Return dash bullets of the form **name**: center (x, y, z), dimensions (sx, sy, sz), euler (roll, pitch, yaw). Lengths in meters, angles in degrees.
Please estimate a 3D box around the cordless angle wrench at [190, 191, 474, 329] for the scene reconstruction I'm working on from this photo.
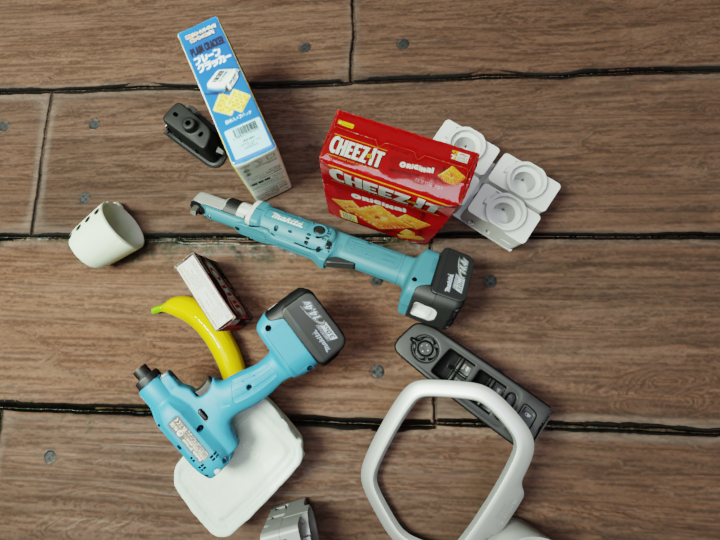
- **cordless angle wrench**: center (-0.060, -0.039, 0.618), dimensions (0.433, 0.072, 0.098), euler (20, 53, 12)

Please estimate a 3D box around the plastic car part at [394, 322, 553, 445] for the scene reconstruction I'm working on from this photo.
- **plastic car part**: center (0.142, 0.144, 0.571), dimensions (0.209, 0.065, 0.066), euler (35, 91, 14)

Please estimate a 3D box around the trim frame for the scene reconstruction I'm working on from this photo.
- **trim frame**: center (0.105, 0.254, 0.539), dimensions (0.191, 0.026, 0.248), euler (29, 99, 20)

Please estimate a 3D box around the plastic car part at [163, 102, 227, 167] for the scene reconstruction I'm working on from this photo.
- **plastic car part**: center (-0.267, -0.224, 0.675), dimensions (0.119, 0.069, 0.066), euler (39, 85, 12)

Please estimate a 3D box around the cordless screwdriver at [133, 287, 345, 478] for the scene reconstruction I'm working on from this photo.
- **cordless screwdriver**: center (-0.150, 0.114, 0.531), dimensions (0.248, 0.074, 0.160), euler (-42, 89, -5)
